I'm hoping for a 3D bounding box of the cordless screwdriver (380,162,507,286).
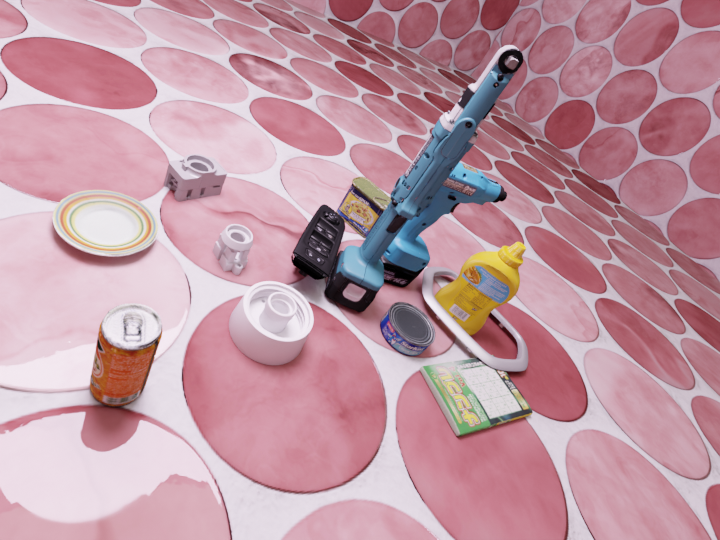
[{"bbox_3d":[0.125,-0.076,0.740,0.153,0.248,0.077,16,39,-23],"label":"cordless screwdriver"}]

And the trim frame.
[{"bbox_3d":[0.212,0.086,0.795,0.258,0.027,0.178,45,38,19],"label":"trim frame"}]

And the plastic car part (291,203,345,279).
[{"bbox_3d":[-0.071,-0.046,0.721,0.066,0.067,0.205,27,36,-8],"label":"plastic car part"}]

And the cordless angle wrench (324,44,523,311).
[{"bbox_3d":[0.074,-0.108,0.592,0.073,0.422,0.100,27,36,-11],"label":"cordless angle wrench"}]
